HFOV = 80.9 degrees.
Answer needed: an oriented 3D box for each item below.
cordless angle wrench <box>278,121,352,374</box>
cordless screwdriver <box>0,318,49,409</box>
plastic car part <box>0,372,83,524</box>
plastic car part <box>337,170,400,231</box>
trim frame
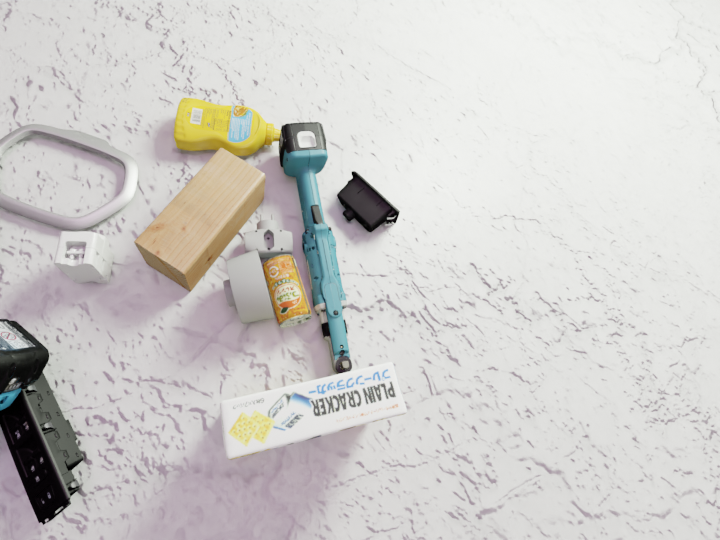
[{"bbox_3d":[-0.069,-0.045,0.701,0.073,0.098,0.432,-7,72,-16],"label":"cordless angle wrench"},{"bbox_3d":[-0.494,0.173,0.499,0.163,0.072,0.249,27,89,13],"label":"cordless screwdriver"},{"bbox_3d":[-0.409,0.202,0.540,0.207,0.067,0.065,52,24,11],"label":"plastic car part"},{"bbox_3d":[0.004,-0.114,0.758,0.119,0.065,0.071,42,80,12],"label":"plastic car part"},{"bbox_3d":[-0.498,-0.162,0.707,0.248,0.027,0.186,17,66,0],"label":"trim frame"}]
